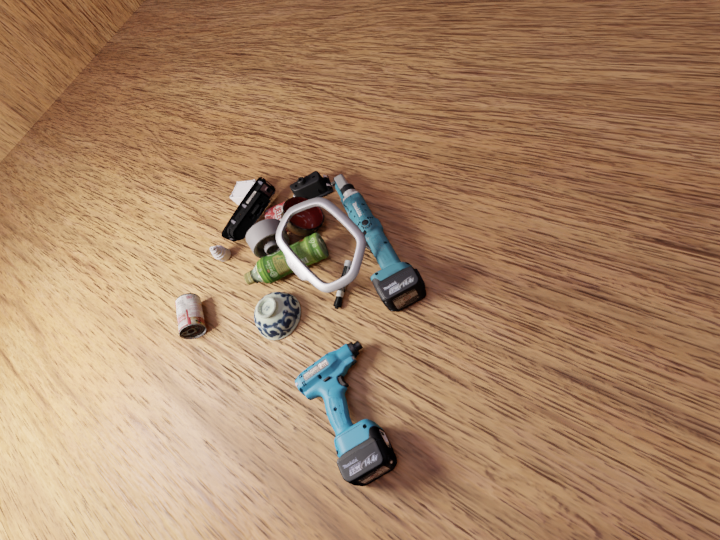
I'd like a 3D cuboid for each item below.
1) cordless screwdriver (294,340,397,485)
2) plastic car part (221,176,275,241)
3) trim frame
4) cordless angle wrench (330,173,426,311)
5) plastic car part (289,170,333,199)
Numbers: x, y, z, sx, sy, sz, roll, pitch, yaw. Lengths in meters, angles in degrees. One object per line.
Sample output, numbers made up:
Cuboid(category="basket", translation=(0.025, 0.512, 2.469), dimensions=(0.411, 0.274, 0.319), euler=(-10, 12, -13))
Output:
Cuboid(category="cordless screwdriver", translation=(-0.015, 0.265, 0.820), dimensions=(0.159, 0.070, 0.262), euler=(-38, 50, 1))
Cuboid(category="plastic car part", translation=(-0.310, -0.161, 1.193), dimensions=(0.203, 0.062, 0.071), euler=(-52, 46, 0))
Cuboid(category="trim frame", translation=(-0.097, -0.063, 0.988), dimensions=(0.184, 0.026, 0.259), euler=(-47, 67, 5))
Cuboid(category="cordless angle wrench", translation=(0.019, -0.098, 1.012), dimensions=(0.098, 0.070, 0.444), euler=(-31, 52, 6))
Cuboid(category="plastic car part", translation=(-0.144, -0.232, 1.164), dimensions=(0.118, 0.067, 0.069), euler=(-23, 54, 8))
